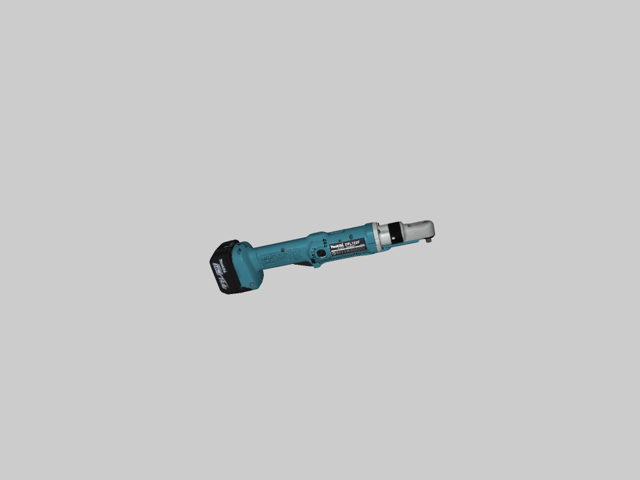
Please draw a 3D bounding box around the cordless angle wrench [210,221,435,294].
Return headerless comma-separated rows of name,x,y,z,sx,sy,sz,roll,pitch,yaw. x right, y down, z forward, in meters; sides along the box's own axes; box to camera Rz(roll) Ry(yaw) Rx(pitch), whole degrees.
cordless angle wrench,0.003,0.017,0.810,0.423,0.098,0.074,-12,22,10
